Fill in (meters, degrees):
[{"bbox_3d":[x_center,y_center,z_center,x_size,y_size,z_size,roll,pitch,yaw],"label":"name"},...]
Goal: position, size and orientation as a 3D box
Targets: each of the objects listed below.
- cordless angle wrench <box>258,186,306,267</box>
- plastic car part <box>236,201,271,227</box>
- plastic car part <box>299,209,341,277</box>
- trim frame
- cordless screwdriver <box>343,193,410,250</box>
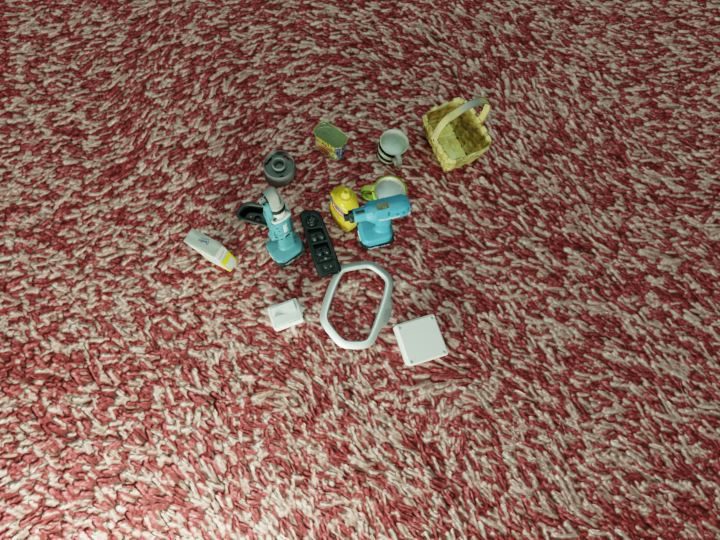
[{"bbox_3d":[-0.189,-0.103,1.003,0.097,0.418,0.076,-35,82,-12],"label":"cordless angle wrench"},{"bbox_3d":[-0.287,-0.151,1.198,0.117,0.070,0.066,12,75,2],"label":"plastic car part"},{"bbox_3d":[-0.115,-0.075,1.177,0.066,0.066,0.208,-18,75,-7],"label":"plastic car part"},{"bbox_3d":[-0.007,0.090,1.149,0.186,0.027,0.250,18,75,5],"label":"trim frame"},{"bbox_3d":[0.028,-0.119,1.096,0.158,0.246,0.076,-13,78,-7],"label":"cordless screwdriver"}]
